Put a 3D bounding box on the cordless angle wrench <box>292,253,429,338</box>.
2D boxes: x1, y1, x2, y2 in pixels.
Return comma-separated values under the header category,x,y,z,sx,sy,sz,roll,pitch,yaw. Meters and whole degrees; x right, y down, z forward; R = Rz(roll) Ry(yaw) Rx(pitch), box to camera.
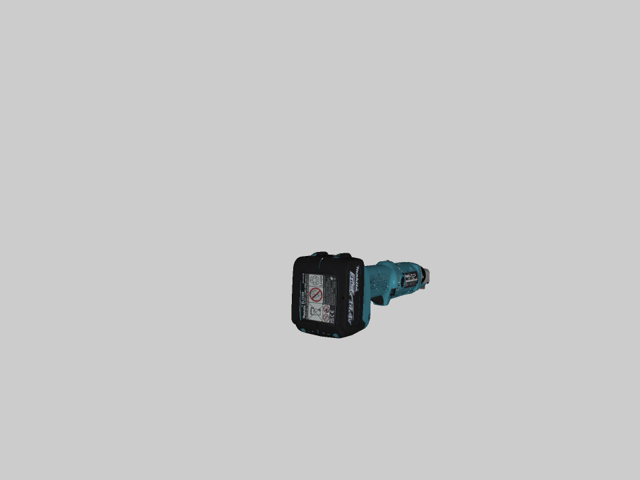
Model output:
category,x,y,z,sx,sy,sz,roll,pitch,yaw
cordless angle wrench,0.102,0.066,0.660,0.074,0.098,0.422,3,1,30
